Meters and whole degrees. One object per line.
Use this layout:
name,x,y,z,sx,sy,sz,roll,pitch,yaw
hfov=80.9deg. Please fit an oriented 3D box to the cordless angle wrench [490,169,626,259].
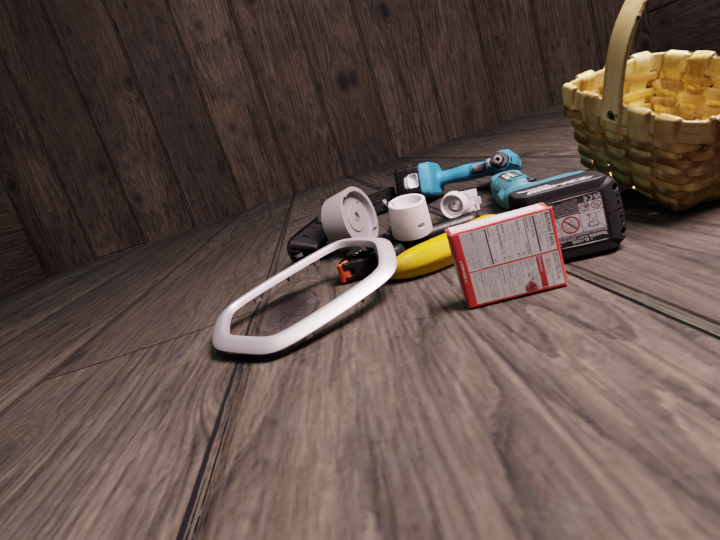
cordless angle wrench,0.230,-0.108,0.600,0.100,0.073,0.422,-15,14,13

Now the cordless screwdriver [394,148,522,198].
cordless screwdriver,0.192,-0.200,0.874,0.259,0.074,0.153,-6,4,30

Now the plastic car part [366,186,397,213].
plastic car part,0.007,-0.151,1.002,0.203,0.066,0.067,-17,7,-1

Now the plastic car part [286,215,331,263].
plastic car part,-0.076,-0.050,0.776,0.074,0.064,0.115,4,27,23

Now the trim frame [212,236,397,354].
trim frame,-0.066,0.024,0.512,0.245,0.026,0.194,-35,28,-18
